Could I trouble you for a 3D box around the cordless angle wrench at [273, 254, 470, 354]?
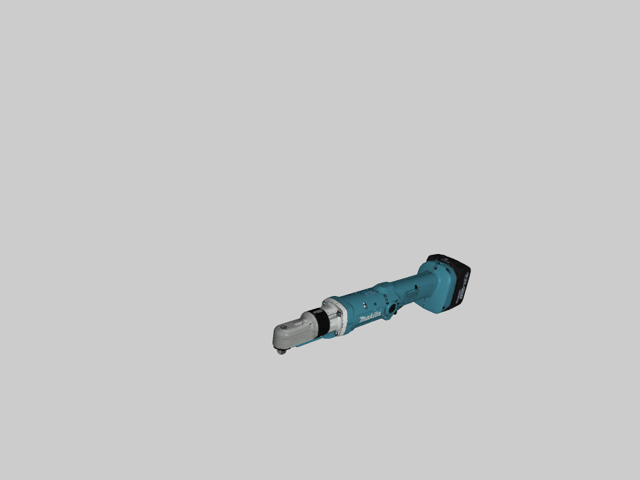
[{"bbox_3d":[0.099,0.103,0.697,0.422,0.098,0.074,-10,26,-40],"label":"cordless angle wrench"}]
